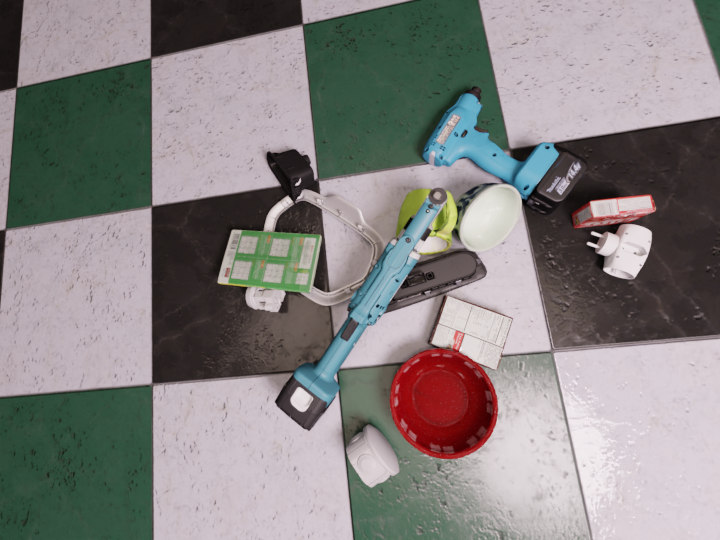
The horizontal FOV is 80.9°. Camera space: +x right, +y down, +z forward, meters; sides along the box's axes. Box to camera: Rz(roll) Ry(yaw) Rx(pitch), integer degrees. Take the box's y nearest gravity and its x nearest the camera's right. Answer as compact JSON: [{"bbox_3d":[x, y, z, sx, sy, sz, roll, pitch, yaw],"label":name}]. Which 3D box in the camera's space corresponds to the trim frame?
[{"bbox_3d":[-0.075,-0.049,0.769,0.259,0.026,0.184,35,85,23],"label":"trim frame"}]

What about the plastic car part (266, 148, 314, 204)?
[{"bbox_3d":[-0.125,-0.193,0.798,0.070,0.064,0.122,-24,58,-15],"label":"plastic car part"}]

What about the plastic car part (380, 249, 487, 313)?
[{"bbox_3d":[0.111,0.011,0.718,0.204,0.065,0.068,-18,70,4],"label":"plastic car part"}]

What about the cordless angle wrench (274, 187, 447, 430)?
[{"bbox_3d":[0.011,0.055,0.664,0.076,0.095,0.423,35,99,12],"label":"cordless angle wrench"}]

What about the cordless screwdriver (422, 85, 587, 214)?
[{"bbox_3d":[0.253,-0.213,0.730,0.258,0.072,0.159,31,86,18],"label":"cordless screwdriver"}]
